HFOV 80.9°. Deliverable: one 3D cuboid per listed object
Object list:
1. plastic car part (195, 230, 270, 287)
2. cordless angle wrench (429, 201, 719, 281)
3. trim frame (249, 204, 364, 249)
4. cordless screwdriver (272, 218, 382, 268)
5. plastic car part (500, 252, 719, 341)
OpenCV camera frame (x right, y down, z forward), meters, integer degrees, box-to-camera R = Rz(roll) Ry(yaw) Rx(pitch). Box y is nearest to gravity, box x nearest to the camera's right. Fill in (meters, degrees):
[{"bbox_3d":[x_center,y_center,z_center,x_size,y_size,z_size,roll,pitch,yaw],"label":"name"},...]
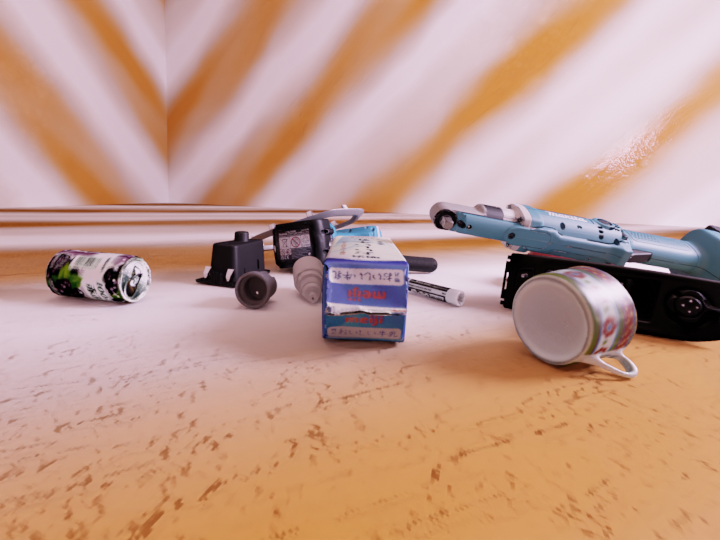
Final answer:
[{"bbox_3d":[-0.177,-0.021,0.615,0.068,0.070,0.114,6,14,17],"label":"plastic car part"},{"bbox_3d":[0.287,-0.035,0.518,0.418,0.073,0.101,9,31,-7],"label":"cordless angle wrench"},{"bbox_3d":[-0.112,-0.083,0.839,0.252,0.028,0.179,-19,-6,12],"label":"trim frame"},{"bbox_3d":[-0.076,-0.050,0.775,0.165,0.074,0.240,-4,3,26],"label":"cordless screwdriver"},{"bbox_3d":[0.265,0.031,0.452,0.214,0.067,0.063,9,-13,39],"label":"plastic car part"}]
